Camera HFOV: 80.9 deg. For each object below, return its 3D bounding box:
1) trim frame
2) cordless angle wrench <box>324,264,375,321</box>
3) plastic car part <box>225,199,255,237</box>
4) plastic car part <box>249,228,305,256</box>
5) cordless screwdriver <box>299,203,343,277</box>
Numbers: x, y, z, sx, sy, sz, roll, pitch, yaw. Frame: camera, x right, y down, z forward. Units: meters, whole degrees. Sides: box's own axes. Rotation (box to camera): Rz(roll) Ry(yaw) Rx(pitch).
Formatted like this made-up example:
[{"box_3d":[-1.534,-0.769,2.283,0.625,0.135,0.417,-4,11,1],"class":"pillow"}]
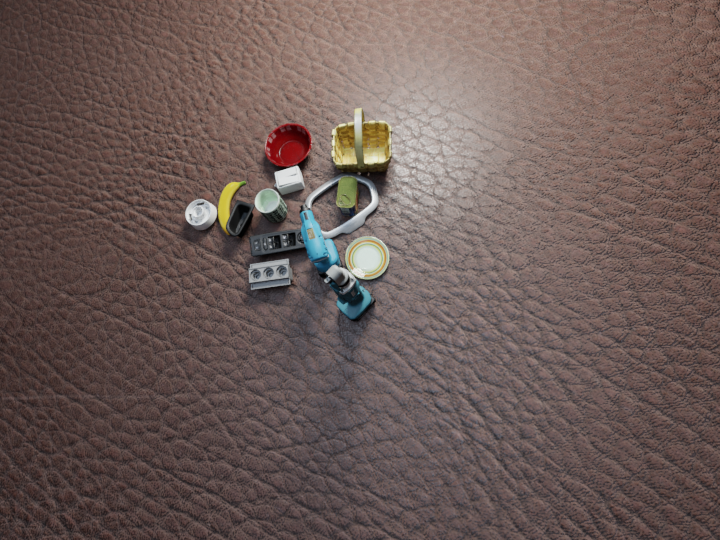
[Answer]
[{"box_3d":[-0.063,-0.204,1.325,0.248,0.026,0.190,-34,70,0],"class":"trim frame"},{"box_3d":[-0.030,0.050,1.040,0.077,0.410,0.098,42,84,14],"class":"cordless angle wrench"},{"box_3d":[-0.381,-0.156,1.353,0.068,0.069,0.117,19,78,13],"class":"plastic car part"},{"box_3d":[-0.236,-0.084,1.304,0.205,0.065,0.068,-10,74,8],"class":"plastic car part"},{"box_3d":[-0.116,-0.076,1.184,0.075,0.241,0.163,-19,74,2],"class":"cordless screwdriver"}]
